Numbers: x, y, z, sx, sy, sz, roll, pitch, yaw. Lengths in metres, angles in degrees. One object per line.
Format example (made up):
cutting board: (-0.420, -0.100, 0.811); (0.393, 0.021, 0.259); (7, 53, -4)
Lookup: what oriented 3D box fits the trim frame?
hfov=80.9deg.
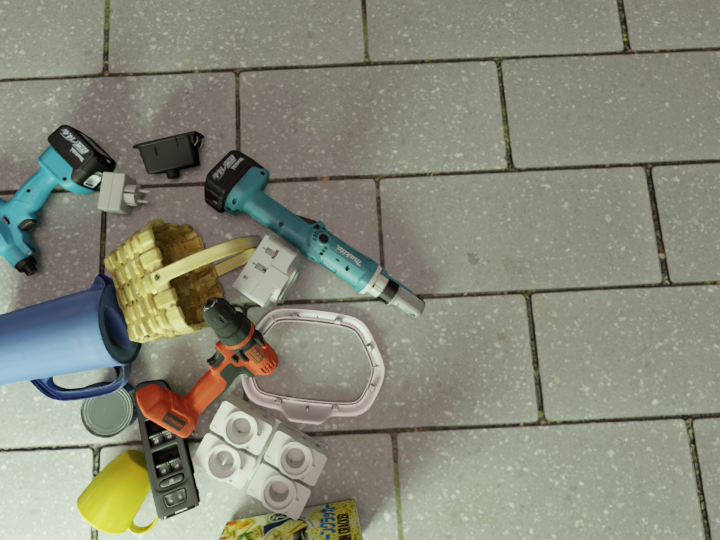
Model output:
trim frame: (-0.083, 0.161, 0.716); (0.248, 0.027, 0.185); (7, 83, -1)

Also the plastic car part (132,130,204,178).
plastic car part: (-0.335, -0.202, 0.755); (0.117, 0.067, 0.070); (-15, 99, 0)

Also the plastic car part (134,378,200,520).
plastic car part: (-0.306, 0.272, 0.678); (0.066, 0.065, 0.207); (-22, 79, 2)

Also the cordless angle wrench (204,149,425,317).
cordless angle wrench: (-0.070, -0.046, 0.721); (0.423, 0.074, 0.098); (34, 60, 0)

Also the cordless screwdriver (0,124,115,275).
cordless screwdriver: (-0.541, -0.121, 0.734); (0.248, 0.074, 0.161); (-41, 85, -2)
